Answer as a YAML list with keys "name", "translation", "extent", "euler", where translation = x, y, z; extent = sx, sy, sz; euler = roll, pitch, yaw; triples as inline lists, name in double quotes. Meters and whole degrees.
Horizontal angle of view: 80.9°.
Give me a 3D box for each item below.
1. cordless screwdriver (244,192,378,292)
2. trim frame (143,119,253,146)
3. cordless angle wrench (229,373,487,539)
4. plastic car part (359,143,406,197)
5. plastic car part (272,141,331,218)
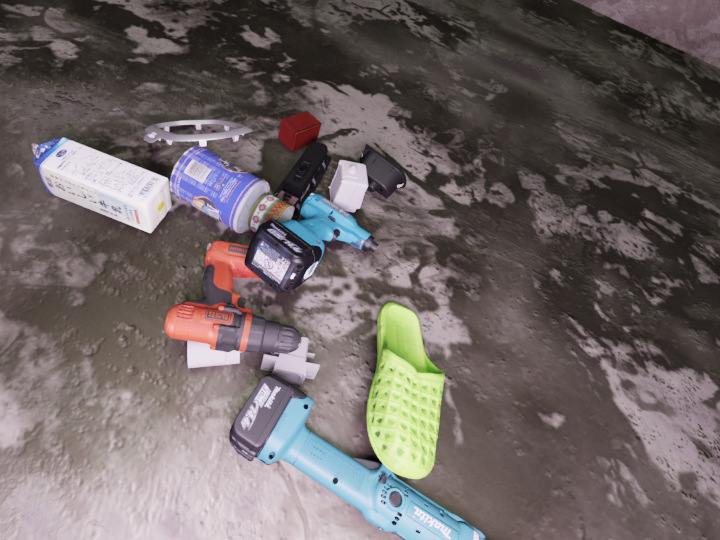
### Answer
- name: "cordless screwdriver"
  translation: [-0.069, -0.045, 0.703]
  extent: [0.162, 0.074, 0.246]
  euler: [32, 31, 6]
- name: "trim frame"
  translation: [-0.314, -0.265, 0.806]
  extent: [0.178, 0.027, 0.263]
  euler: [-19, 33, -33]
- name: "cordless angle wrench"
  translation: [0.033, 0.285, 0.527]
  extent: [0.428, 0.073, 0.098]
  euler: [31, 52, 6]
- name: "plastic car part"
  translation: [0.034, -0.200, 0.896]
  extent: [0.119, 0.065, 0.070]
  euler: [40, 69, 11]
- name: "plastic car part"
  translation: [-0.115, -0.197, 0.853]
  extent: [0.067, 0.065, 0.204]
  euler: [19, 49, 6]
